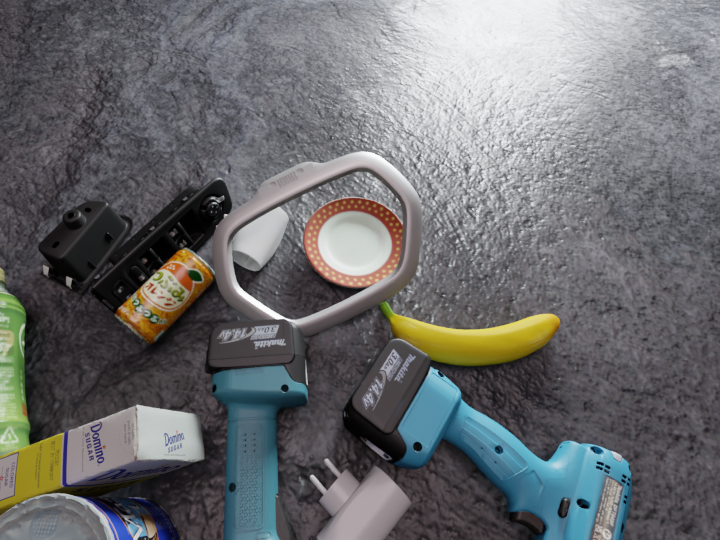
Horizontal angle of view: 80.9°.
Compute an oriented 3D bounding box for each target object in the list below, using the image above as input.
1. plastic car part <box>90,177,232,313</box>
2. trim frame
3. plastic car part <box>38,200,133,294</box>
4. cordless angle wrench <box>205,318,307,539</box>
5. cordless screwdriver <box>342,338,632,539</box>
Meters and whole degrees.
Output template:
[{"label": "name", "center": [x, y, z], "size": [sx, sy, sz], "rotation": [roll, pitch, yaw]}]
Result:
[{"label": "plastic car part", "center": [-0.241, -0.038, 0.524], "size": [0.071, 0.063, 0.202], "rotation": [21, 60, 40]}, {"label": "trim frame", "center": [-0.047, -0.031, 0.479], "size": [0.249, 0.027, 0.183], "rotation": [-27, 92, 2]}, {"label": "plastic car part", "center": [-0.343, -0.042, 0.519], "size": [0.067, 0.069, 0.117], "rotation": [21, 65, 9]}, {"label": "cordless angle wrench", "center": [-0.083, 0.253, 0.341], "size": [0.098, 0.072, 0.436], "rotation": [-5, 62, -3]}, {"label": "cordless screwdriver", "center": [0.098, 0.183, 0.376], "size": [0.255, 0.072, 0.159], "rotation": [28, 64, 12]}]
